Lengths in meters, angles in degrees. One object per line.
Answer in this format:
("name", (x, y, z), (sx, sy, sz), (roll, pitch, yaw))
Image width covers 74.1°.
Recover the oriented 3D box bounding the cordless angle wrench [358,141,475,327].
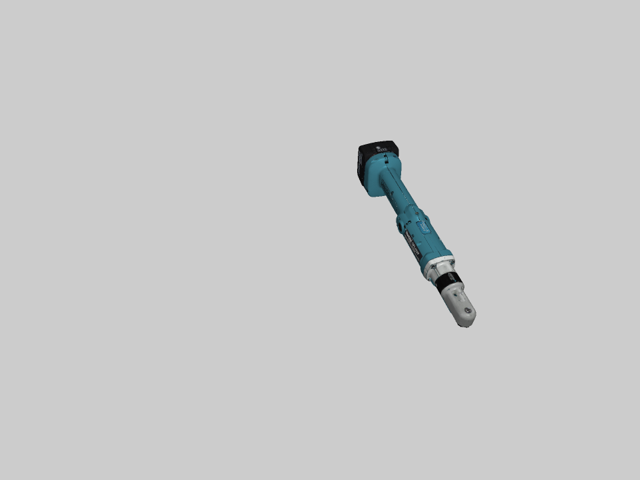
("cordless angle wrench", (0.167, -0.028, 0.766), (0.074, 0.421, 0.098), (-12, -42, -9))
